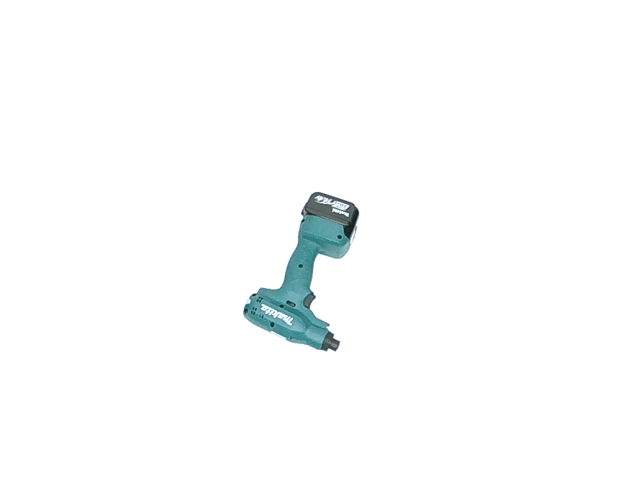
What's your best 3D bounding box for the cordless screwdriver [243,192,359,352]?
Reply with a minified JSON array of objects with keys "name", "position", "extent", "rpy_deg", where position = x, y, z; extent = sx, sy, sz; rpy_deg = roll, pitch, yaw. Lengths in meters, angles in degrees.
[{"name":"cordless screwdriver","position":[-0.002,0.052,0.704],"extent":[0.159,0.248,0.074],"rpy_deg":[24,-21,10]}]
